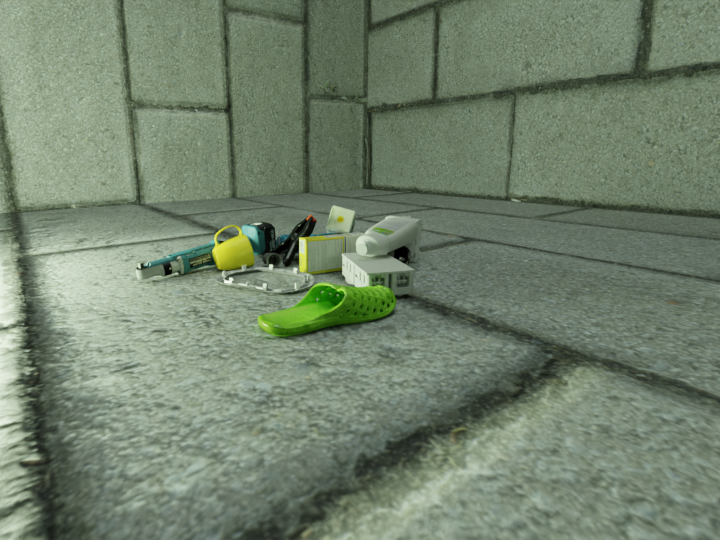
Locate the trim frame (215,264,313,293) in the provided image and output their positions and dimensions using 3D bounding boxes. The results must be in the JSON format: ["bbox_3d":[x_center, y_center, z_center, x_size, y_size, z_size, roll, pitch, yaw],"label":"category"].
[{"bbox_3d":[-0.226,0.017,1.007,0.259,0.027,0.179,9,19,26],"label":"trim frame"}]

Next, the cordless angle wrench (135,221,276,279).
[{"bbox_3d":[-0.406,-0.047,1.152,0.078,0.096,0.409,10,22,35],"label":"cordless angle wrench"}]

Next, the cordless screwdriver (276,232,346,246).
[{"bbox_3d":[-0.126,-0.083,1.290,0.152,0.073,0.262,-11,14,-42],"label":"cordless screwdriver"}]

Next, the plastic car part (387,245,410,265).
[{"bbox_3d":[0.068,-0.058,1.166,0.064,0.066,0.213,23,5,-32],"label":"plastic car part"}]
